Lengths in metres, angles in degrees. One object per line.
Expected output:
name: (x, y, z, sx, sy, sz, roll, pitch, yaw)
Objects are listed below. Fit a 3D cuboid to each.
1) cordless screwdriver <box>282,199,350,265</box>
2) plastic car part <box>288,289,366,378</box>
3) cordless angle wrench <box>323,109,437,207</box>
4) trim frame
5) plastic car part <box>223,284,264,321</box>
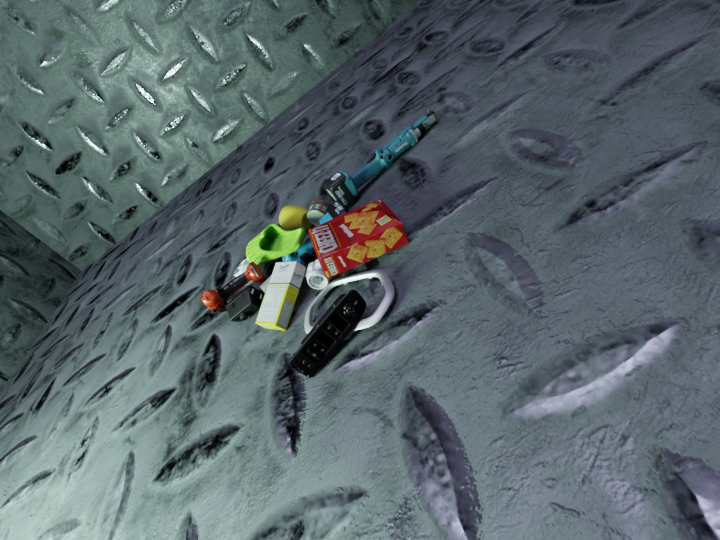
cordless screwdriver: (-0.117, -0.076, 1.194, 0.250, 0.071, 0.166, -40, 33, 9)
plastic car part: (-0.066, 0.124, 0.885, 0.203, 0.065, 0.069, -49, 15, 4)
cordless angle wrench: (0.076, -0.359, 1.324, 0.421, 0.093, 0.078, -40, 30, -5)
trim frame: (-0.029, 0.077, 0.959, 0.258, 0.026, 0.186, -13, 41, 34)
plastic car part: (-0.335, 0.108, 1.218, 0.117, 0.062, 0.075, -39, 45, 9)
